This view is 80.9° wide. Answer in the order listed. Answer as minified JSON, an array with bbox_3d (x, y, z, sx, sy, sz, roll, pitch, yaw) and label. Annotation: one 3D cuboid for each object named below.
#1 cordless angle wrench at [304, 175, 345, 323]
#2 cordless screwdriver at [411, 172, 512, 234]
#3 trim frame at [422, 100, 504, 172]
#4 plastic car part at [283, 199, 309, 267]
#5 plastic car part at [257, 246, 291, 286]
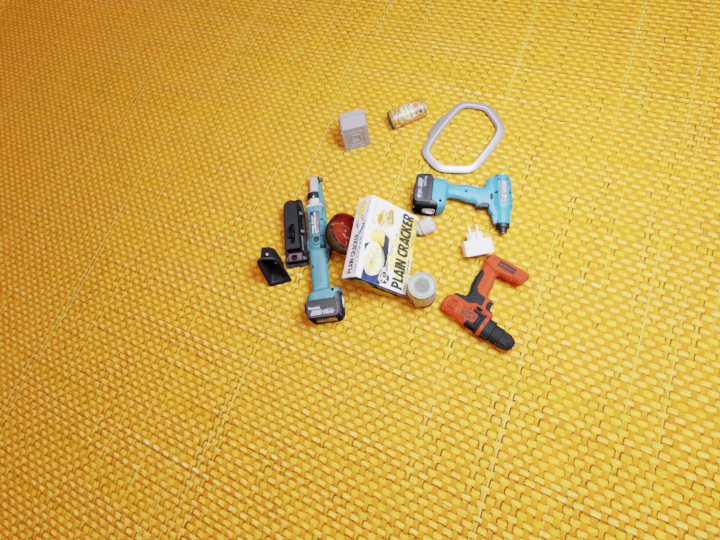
[{"bbox_3d":[-0.112,-0.073,1.143,0.099,0.071,0.434,-10,67,7],"label":"cordless angle wrench"},{"bbox_3d":[0.261,-0.174,1.095,0.253,0.072,0.162,3,72,9],"label":"cordless screwdriver"},{"bbox_3d":[0.285,-0.373,1.184,0.191,0.026,0.248,34,83,20],"label":"trim frame"},{"bbox_3d":[-0.189,-0.112,1.179,0.068,0.064,0.208,-12,66,14],"label":"plastic car part"},{"bbox_3d":[-0.235,-0.021,1.135,0.066,0.111,0.074,-15,46,4],"label":"plastic car part"}]
